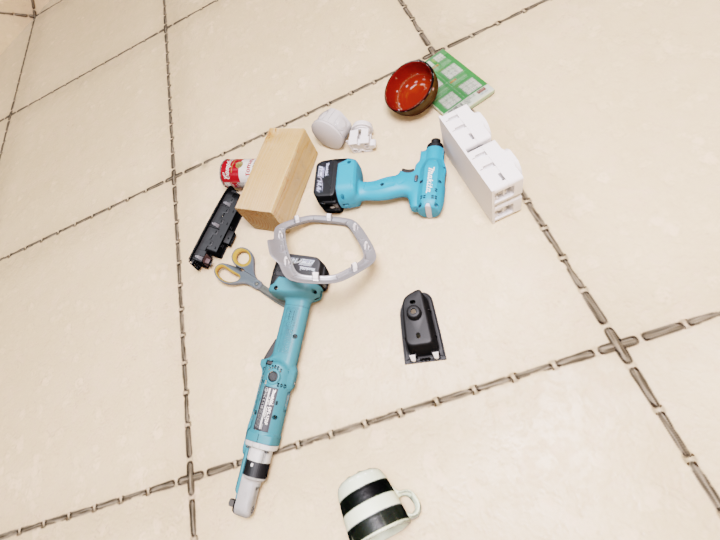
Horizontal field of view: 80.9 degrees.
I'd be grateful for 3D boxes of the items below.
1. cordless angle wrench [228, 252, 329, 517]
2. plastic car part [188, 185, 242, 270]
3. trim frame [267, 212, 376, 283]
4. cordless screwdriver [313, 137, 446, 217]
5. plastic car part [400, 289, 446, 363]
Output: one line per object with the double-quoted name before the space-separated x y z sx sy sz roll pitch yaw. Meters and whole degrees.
"cordless angle wrench" -0.141 0.181 0.720 0.101 0.071 0.428 6 70 16
"plastic car part" -0.303 -0.094 0.925 0.069 0.064 0.205 11 69 14
"trim frame" -0.075 -0.049 0.766 0.182 0.027 0.260 -11 35 -9
"cordless screwdriver" 0.039 -0.185 0.827 0.257 0.071 0.161 4 69 19
"plastic car part" 0.091 0.083 0.676 0.067 0.068 0.120 -12 65 13
